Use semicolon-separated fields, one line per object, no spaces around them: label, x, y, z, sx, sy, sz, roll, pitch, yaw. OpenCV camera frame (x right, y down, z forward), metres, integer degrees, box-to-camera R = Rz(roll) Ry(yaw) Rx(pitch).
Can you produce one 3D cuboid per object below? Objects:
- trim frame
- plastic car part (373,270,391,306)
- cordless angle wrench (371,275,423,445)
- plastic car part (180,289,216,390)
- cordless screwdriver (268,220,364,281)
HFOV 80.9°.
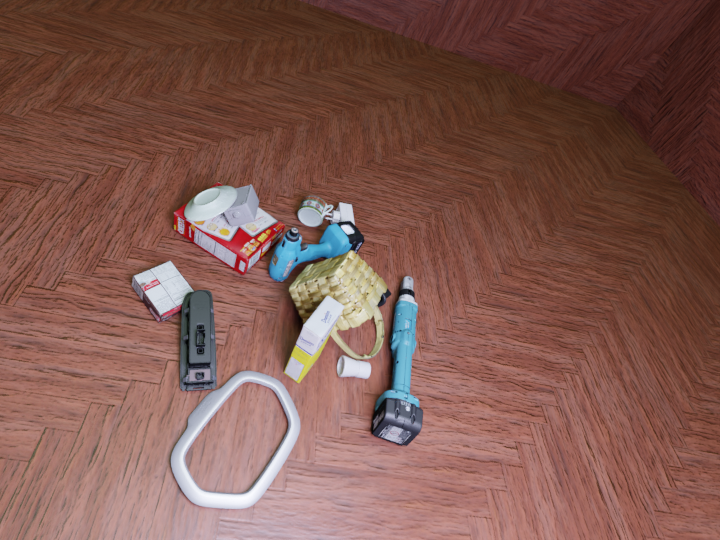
trim frame;-0.214;0.290;0.748;0.187;0.027;0.247;31;47;6
plastic car part;0.029;0.038;1.057;0.120;0.066;0.068;47;34;16
cordless angle wrench;0.094;0.163;0.946;0.074;0.097;0.430;18;42;-5
plastic car part;-0.314;0.122;0.817;0.065;0.066;0.210;-2;58;-18
cordless screwdriver;-0.100;-0.066;1.025;0.240;0.158;0.077;-20;62;-38
